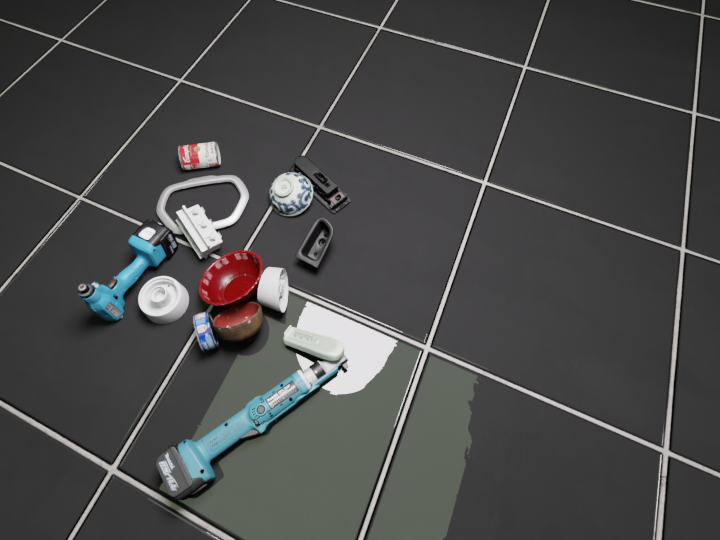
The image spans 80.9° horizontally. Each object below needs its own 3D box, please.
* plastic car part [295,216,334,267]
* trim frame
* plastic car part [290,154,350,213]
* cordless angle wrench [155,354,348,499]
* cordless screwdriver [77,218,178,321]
[{"bbox_3d":[-0.102,-0.067,1.048,0.067,0.069,0.116,27,83,10],"label":"plastic car part"},{"bbox_3d":[-0.425,-0.183,1.140,0.247,0.027,0.190,-13,65,-3],"label":"trim frame"},{"bbox_3d":[-0.119,-0.245,1.147,0.066,0.065,0.211,-42,67,-11],"label":"plastic car part"},{"bbox_3d":[-0.203,0.294,0.872,0.417,0.072,0.102,-33,69,-17],"label":"cordless angle wrench"},{"bbox_3d":[-0.540,-0.011,0.984,0.076,0.155,0.249,24,64,8],"label":"cordless screwdriver"}]
